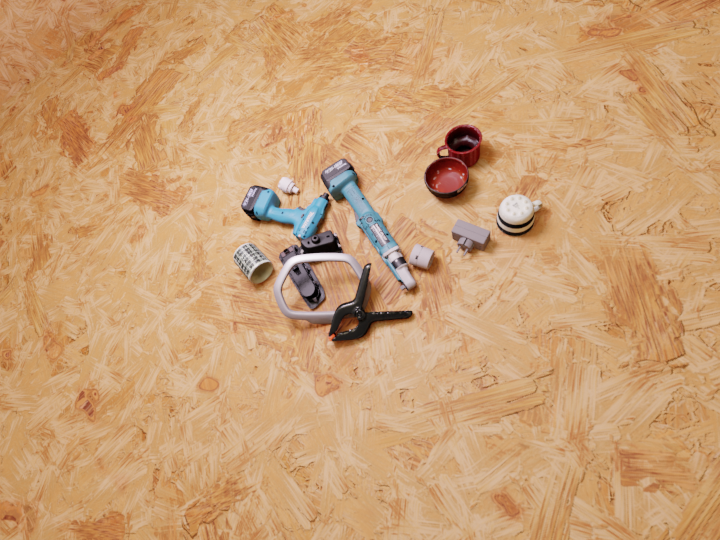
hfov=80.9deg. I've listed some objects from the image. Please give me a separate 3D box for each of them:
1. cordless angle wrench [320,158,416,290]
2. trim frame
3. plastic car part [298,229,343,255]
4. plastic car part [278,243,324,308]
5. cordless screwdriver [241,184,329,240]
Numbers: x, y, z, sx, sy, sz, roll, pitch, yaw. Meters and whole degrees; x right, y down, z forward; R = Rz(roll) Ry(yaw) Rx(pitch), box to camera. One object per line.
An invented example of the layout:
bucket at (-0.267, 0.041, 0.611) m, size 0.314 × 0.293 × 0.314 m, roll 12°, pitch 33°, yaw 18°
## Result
cordless angle wrench at (0.028, -0.125, 1.137) m, size 0.098 × 0.071 × 0.442 m, roll -33°, pitch 62°, yaw 3°
trim frame at (-0.098, 0.047, 1.076) m, size 0.248 × 0.027 × 0.183 m, roll -3°, pitch 92°, yaw 0°
plastic car part at (-0.112, -0.073, 1.149) m, size 0.116 × 0.069 × 0.068 m, roll -16°, pitch 63°, yaw -6°
plastic car part at (-0.163, 0.008, 1.152) m, size 0.066 × 0.064 × 0.212 m, roll -32°, pitch 63°, yaw -5°
cordless screwdriver at (-0.220, -0.191, 1.254) m, size 0.259 × 0.071 × 0.159 m, roll 22°, pitch 76°, yaw 23°
